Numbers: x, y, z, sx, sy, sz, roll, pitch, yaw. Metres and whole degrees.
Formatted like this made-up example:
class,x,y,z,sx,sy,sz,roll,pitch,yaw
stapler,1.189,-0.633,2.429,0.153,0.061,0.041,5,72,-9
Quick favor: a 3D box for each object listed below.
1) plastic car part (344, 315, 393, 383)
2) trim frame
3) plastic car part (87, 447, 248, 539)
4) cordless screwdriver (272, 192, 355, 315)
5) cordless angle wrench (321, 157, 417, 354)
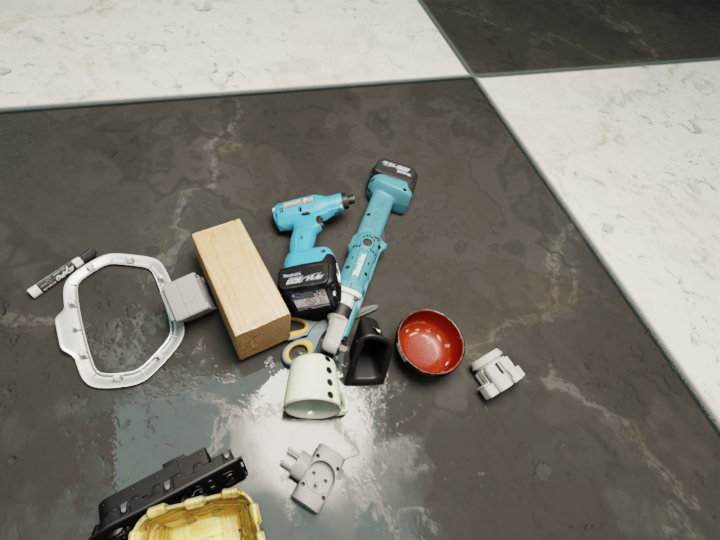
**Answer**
class,x,y,z,sx,sy,sz,roll,pitch,yaw
plastic car part,0.011,0.120,0.679,0.065,0.114,0.074,2,35,-13
trim frame,-0.398,0.071,0.699,0.180,0.027,0.258,-21,64,-18
plastic car part,-0.256,0.290,0.557,0.199,0.064,0.070,-26,57,-22
cordless screwdriver,-0.073,-0.048,0.747,0.160,0.071,0.259,-15,46,4
cordless angle wrench,0.010,-0.038,0.790,0.099,0.073,0.427,19,57,3
